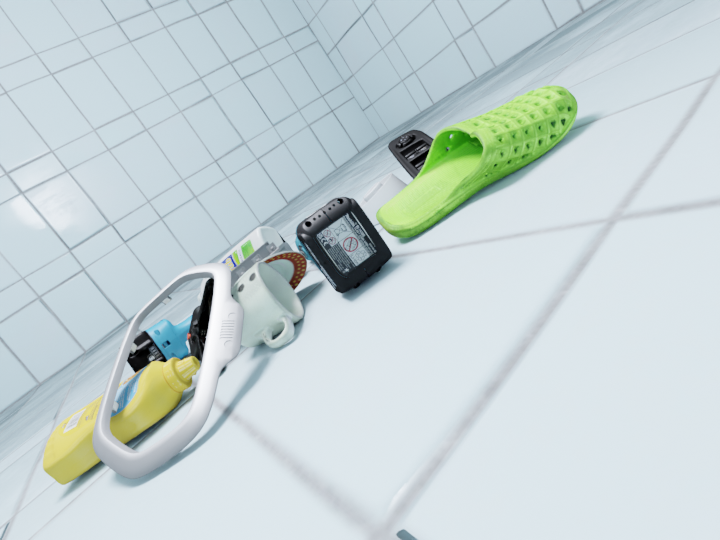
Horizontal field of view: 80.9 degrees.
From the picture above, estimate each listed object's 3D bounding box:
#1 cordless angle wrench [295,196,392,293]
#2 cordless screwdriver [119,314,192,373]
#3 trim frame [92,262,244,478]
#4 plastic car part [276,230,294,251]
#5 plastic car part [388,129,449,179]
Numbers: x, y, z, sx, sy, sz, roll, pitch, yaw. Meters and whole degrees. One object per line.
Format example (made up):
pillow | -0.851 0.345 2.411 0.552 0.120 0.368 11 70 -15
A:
cordless angle wrench | -0.065 -0.042 0.661 0.074 0.096 0.432 -36 11 -9
cordless screwdriver | -0.287 0.089 0.741 0.245 0.073 0.163 -37 9 -23
trim frame | -0.208 0.092 0.462 0.187 0.026 0.257 -25 42 17
plastic car part | -0.214 -0.024 0.964 0.116 0.066 0.071 -40 -2 -9
plastic car part | 0.104 -0.170 0.669 0.067 0.063 0.212 -39 38 11
